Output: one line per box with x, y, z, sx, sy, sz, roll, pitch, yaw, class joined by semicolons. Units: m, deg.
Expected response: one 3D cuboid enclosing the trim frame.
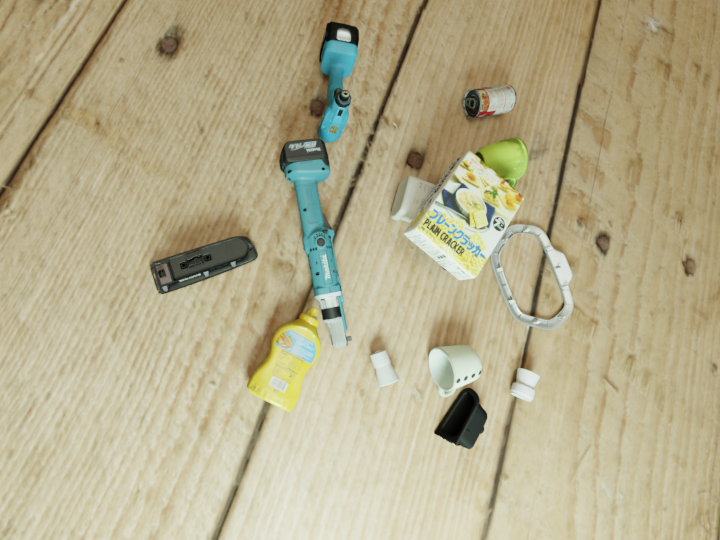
0.395;0.012;0.961;0.180;0.027;0.252;-15;79;-15;trim frame

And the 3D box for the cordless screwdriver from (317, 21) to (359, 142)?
-0.046;-0.417;0.902;0.073;0.160;0.252;7;75;-14;cordless screwdriver

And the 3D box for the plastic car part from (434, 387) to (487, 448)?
0.216;0.305;0.845;0.069;0.068;0.116;48;69;-17;plastic car part

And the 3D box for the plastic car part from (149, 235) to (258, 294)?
-0.299;-0.022;0.814;0.199;0.067;0.068;-19;77;-18;plastic car part

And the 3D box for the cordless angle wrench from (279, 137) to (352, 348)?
-0.084;-0.055;0.860;0.096;0.075;0.427;-9;82;-15;cordless angle wrench
